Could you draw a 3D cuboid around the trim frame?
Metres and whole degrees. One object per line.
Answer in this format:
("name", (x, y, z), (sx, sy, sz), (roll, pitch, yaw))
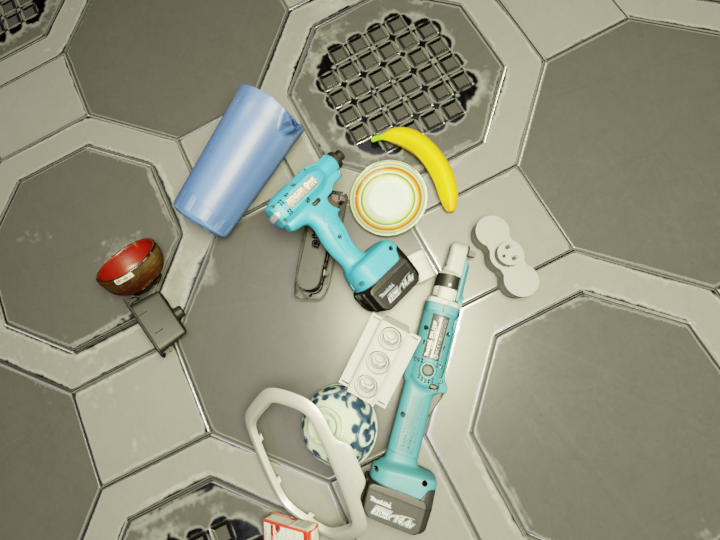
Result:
("trim frame", (-0.081, 0.279, 0.608), (0.191, 0.027, 0.247), (-18, 94, 36))

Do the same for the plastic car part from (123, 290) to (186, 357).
("plastic car part", (-0.341, 0.083, 0.727), (0.070, 0.065, 0.119), (-39, 81, -17))

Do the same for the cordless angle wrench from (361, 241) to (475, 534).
("cordless angle wrench", (0.102, 0.154, 0.648), (0.100, 0.072, 0.425), (15, 78, 8))

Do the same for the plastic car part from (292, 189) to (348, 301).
("plastic car part", (-0.070, -0.046, 0.716), (0.066, 0.066, 0.204), (11, 83, -1))

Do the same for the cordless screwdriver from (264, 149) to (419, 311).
("cordless screwdriver", (-0.012, -0.063, 0.666), (0.246, 0.075, 0.158), (45, 71, -5))
